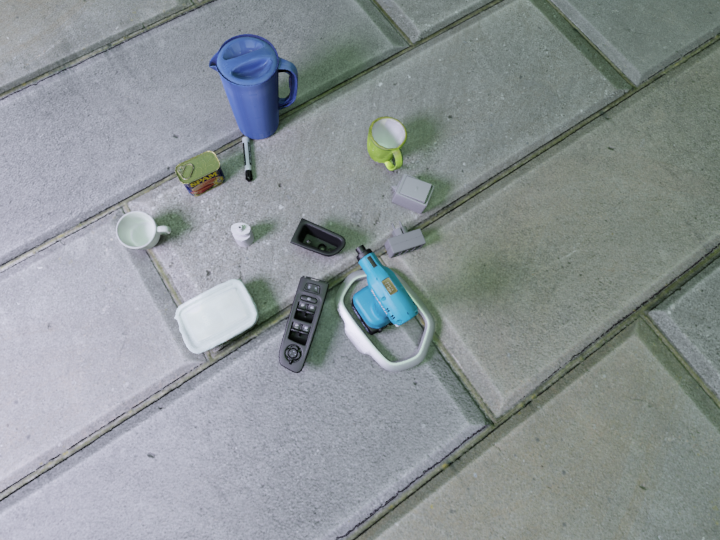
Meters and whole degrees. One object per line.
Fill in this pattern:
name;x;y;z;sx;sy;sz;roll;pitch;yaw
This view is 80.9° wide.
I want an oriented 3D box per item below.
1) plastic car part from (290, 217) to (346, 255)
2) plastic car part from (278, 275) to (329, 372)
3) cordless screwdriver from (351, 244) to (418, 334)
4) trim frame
plastic car part;-0.096;-0.063;0.978;0.118;0.070;0.066;23;74;4
plastic car part;-0.127;0.118;0.925;0.066;0.066;0.205;15;73;0
cordless screwdriver;0.029;0.045;0.858;0.073;0.246;0.163;-30;80;-13
trim frame;0.053;0.105;0.954;0.183;0.027;0.254;-37;78;-12
